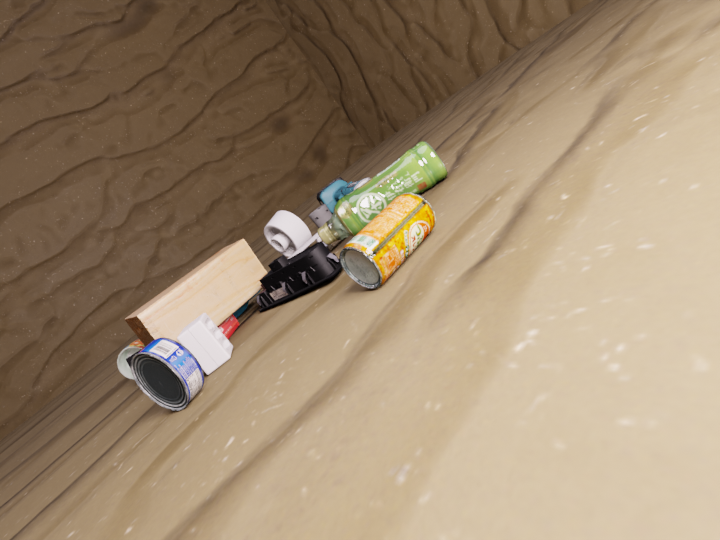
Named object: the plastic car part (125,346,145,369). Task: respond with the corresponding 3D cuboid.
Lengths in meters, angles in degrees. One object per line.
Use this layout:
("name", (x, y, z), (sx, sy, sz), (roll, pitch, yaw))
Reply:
("plastic car part", (-0.361, 0.157, 0.791), (0.117, 0.066, 0.070), (-33, -3, 1))

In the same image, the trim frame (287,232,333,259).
("trim frame", (-0.083, -0.054, 0.848), (0.190, 0.027, 0.246), (-16, 26, 52))

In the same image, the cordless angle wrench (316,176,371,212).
("cordless angle wrench", (-0.018, -0.191, 1.046), (0.097, 0.072, 0.435), (-39, 16, -8))

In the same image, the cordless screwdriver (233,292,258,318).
("cordless screwdriver", (-0.295, 0.065, 0.885), (0.157, 0.072, 0.258), (-43, 19, -25))

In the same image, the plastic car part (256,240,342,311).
("plastic car part", (-0.096, 0.004, 0.634), (0.210, 0.066, 0.065), (-18, 14, 46))
